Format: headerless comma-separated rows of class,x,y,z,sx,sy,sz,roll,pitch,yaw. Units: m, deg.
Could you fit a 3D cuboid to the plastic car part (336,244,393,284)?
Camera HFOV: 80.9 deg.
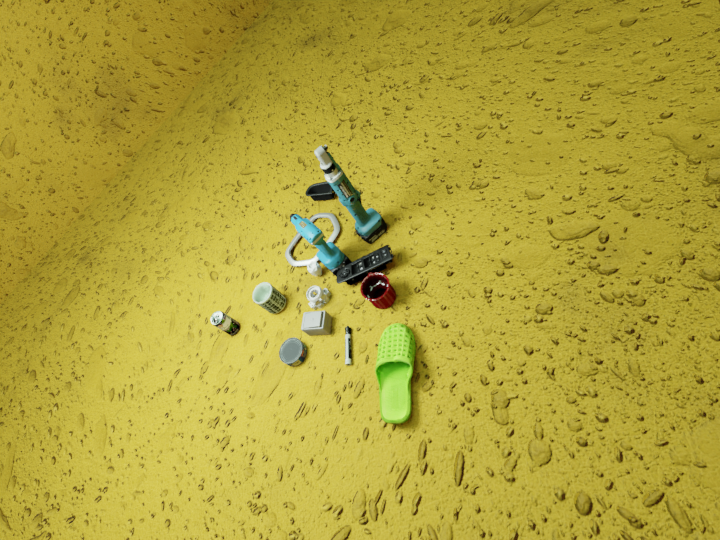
plastic car part,0.016,-0.009,1.361,0.206,0.063,0.069,-23,52,15

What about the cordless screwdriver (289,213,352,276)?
cordless screwdriver,-0.136,-0.089,1.386,0.074,0.235,0.168,-45,50,-4

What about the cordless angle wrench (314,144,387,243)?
cordless angle wrench,-0.036,-0.233,1.313,0.098,0.400,0.078,-41,50,-1

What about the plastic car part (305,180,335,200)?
plastic car part,-0.146,-0.299,1.640,0.121,0.067,0.067,-5,58,27

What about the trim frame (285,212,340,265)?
trim frame,-0.178,-0.116,1.566,0.195,0.026,0.248,25,75,38
